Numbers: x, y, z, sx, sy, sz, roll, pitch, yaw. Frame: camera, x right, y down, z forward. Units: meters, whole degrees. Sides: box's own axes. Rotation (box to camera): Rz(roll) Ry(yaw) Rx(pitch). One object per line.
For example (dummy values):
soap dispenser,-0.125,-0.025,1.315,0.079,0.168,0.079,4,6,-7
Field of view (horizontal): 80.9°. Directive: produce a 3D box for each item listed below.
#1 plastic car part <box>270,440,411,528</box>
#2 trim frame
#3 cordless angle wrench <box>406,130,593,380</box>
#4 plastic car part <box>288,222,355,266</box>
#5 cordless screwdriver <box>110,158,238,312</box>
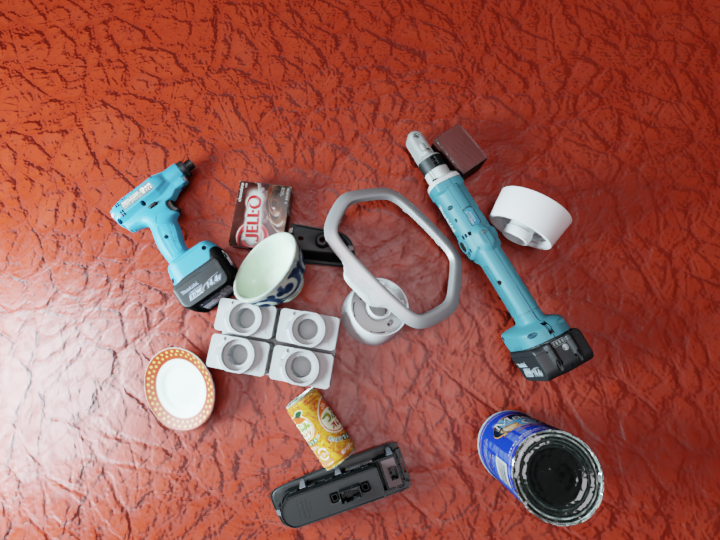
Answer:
plastic car part,-0.030,0.317,0.601,0.203,0.066,0.067,-19,86,2
trim frame,0.054,-0.026,0.653,0.250,0.028,0.182,45,62,3
cordless angle wrench,0.182,-0.045,0.650,0.074,0.096,0.434,-25,74,-7
plastic car part,-0.066,-0.043,0.676,0.118,0.069,0.066,8,81,7
cordless screwdriver,-0.284,-0.063,0.697,0.159,0.072,0.256,-41,75,-5
